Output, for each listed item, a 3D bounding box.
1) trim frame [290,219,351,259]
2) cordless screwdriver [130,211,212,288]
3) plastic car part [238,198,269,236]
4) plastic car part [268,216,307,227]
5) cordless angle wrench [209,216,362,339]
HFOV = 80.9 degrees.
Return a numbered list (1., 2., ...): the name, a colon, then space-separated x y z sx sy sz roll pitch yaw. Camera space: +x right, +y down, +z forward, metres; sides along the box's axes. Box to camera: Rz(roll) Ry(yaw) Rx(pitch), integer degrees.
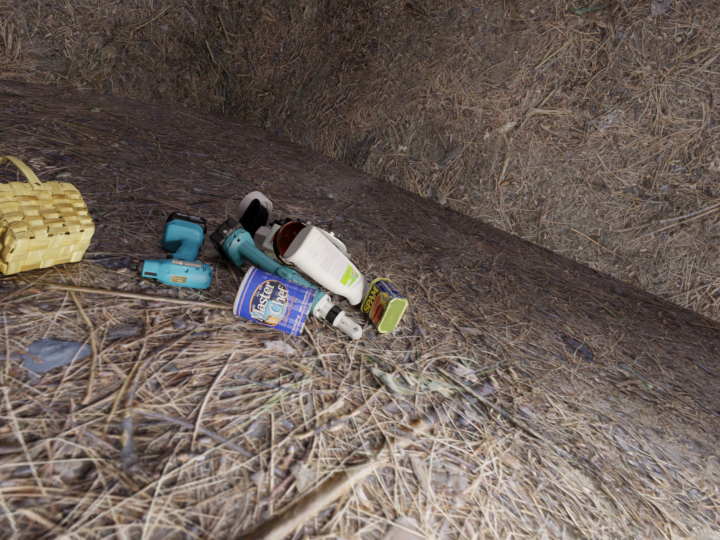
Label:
1. trim frame: -0.112 -0.074 1.150 0.186 0.027 0.246 30 -18 2
2. cordless screwdriver: -0.421 -0.050 0.953 0.153 0.074 0.261 9 27 -25
3. plastic car part: -0.308 -0.145 1.245 0.070 0.116 0.067 35 1 33
4. plastic car part: -0.179 -0.116 1.284 0.192 0.067 0.070 27 0 -41
5. cordless angle wrench: -0.171 0.022 0.967 0.440 0.095 0.074 33 66 21
